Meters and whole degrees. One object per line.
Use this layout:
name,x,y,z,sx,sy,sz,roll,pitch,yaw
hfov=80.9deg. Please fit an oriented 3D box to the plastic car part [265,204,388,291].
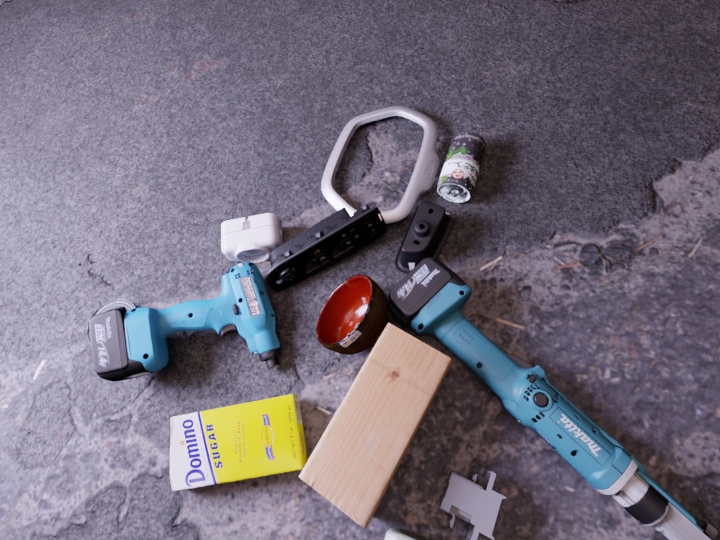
plastic car part,-0.063,-0.042,0.649,0.203,0.063,0.070,-34,61,2

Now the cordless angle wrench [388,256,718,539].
cordless angle wrench,0.212,0.157,0.517,0.097,0.072,0.440,-42,68,-10

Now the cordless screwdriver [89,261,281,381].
cordless screwdriver,-0.244,0.098,0.610,0.245,0.073,0.163,-19,74,-11

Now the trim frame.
trim frame,0.036,-0.184,0.720,0.191,0.026,0.250,13,67,19

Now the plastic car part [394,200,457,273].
plastic car part,0.094,-0.056,0.632,0.068,0.068,0.117,21,68,18
